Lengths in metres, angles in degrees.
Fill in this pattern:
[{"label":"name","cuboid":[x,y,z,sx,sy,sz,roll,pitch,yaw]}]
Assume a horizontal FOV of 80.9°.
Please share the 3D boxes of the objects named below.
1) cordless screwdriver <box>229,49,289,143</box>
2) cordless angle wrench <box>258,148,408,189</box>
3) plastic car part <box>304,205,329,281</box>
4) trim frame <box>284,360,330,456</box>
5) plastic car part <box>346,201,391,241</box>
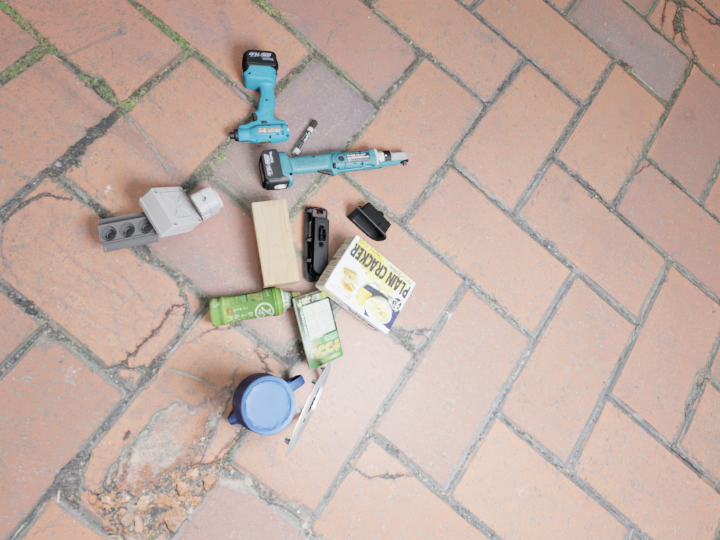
[{"label":"cordless screwdriver","cuboid":[-0.286,-0.464,1.147,0.156,0.075,0.251,-7,84,-13]},{"label":"cordless angle wrench","cuboid":[-0.062,-0.294,1.158,0.414,0.075,0.099,-10,82,-16]},{"label":"plastic car part","cuboid":[-0.108,-0.071,1.104,0.063,0.069,0.204,8,80,-32]},{"label":"trim frame","cuboid":[-0.116,0.300,0.933,0.028,0.246,0.183,21,102,3]},{"label":"plastic car part","cuboid":[0.033,-0.139,1.152,0.115,0.067,0.071,40,59,-6]}]
